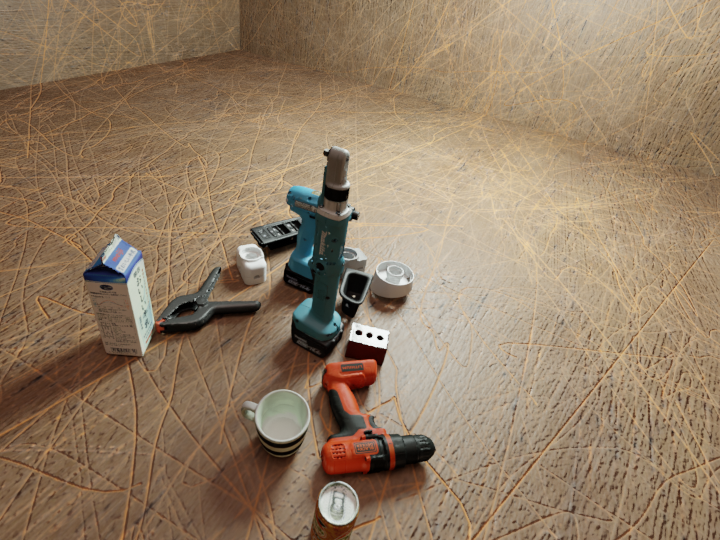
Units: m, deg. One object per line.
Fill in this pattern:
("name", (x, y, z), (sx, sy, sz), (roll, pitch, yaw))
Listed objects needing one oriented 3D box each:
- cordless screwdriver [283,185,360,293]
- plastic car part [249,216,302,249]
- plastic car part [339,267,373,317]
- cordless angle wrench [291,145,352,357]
("cordless screwdriver", (-0.092, -0.060, 0.946), (0.164, 0.243, 0.074), (21, 38, 14))
("plastic car part", (-0.193, -0.097, 1.124), (0.197, 0.065, 0.070), (-25, 48, -35))
("plastic car part", (-0.017, 0.058, 0.945), (0.067, 0.069, 0.117), (13, 37, 6))
("cordless angle wrench", (-0.060, -0.019, 0.756), (0.102, 0.413, 0.073), (26, 39, 19))
